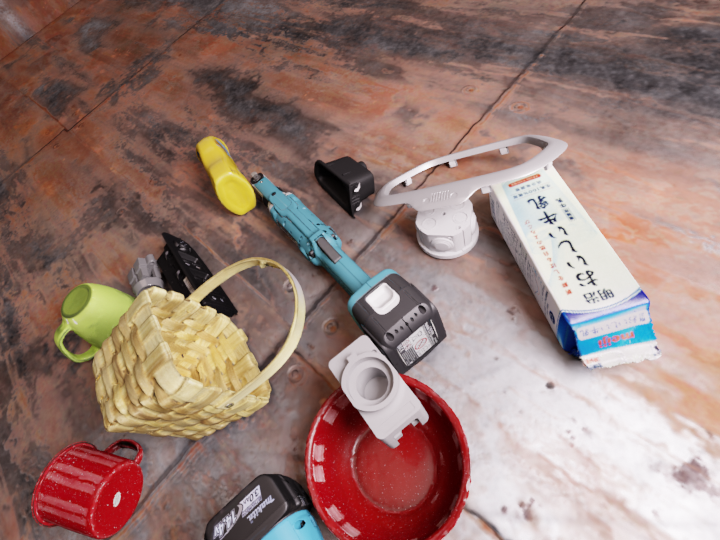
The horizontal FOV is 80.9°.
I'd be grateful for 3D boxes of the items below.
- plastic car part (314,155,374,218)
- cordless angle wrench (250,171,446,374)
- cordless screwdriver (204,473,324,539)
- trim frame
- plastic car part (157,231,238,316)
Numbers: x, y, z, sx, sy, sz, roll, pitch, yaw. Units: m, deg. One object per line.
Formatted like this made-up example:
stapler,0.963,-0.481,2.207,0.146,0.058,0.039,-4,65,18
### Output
plastic car part,-0.019,-0.148,0.672,0.070,0.063,0.123,-25,48,-16
cordless angle wrench,-0.059,-0.038,0.600,0.074,0.093,0.447,-39,49,-7
cordless screwdriver,-0.049,0.321,0.364,0.158,0.071,0.262,-46,57,-11
trim frame,0.131,-0.127,0.553,0.260,0.027,0.182,-4,28,36
plastic car part,-0.268,0.014,0.664,0.067,0.063,0.214,-53,53,15
